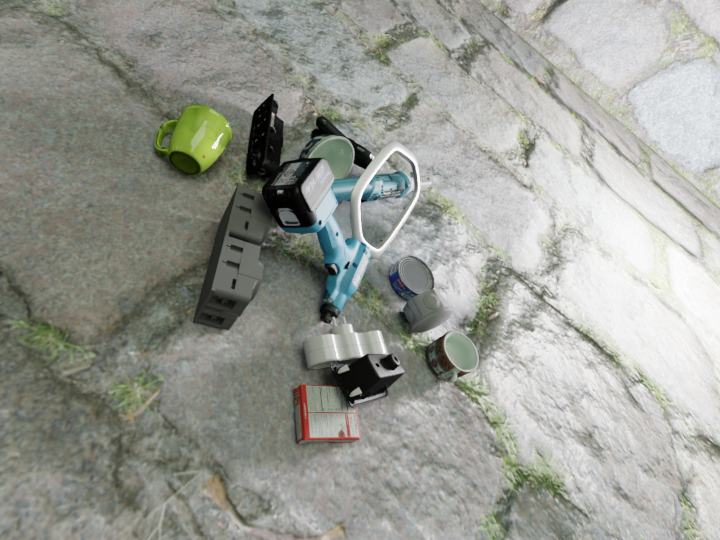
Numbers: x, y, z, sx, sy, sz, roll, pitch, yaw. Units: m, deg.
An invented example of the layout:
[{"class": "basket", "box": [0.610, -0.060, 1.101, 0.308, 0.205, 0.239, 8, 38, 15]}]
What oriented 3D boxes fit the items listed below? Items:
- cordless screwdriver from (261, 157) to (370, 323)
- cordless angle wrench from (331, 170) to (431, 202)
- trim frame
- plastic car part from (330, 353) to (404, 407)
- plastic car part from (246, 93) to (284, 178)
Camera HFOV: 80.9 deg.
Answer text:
[{"class": "cordless screwdriver", "box": [-0.065, -0.042, 0.660, 0.236, 0.078, 0.160, 60, 44, -41]}, {"class": "cordless angle wrench", "box": [0.015, -0.167, 0.864, 0.407, 0.098, 0.077, -16, 67, -42]}, {"class": "trim frame", "box": [0.051, -0.139, 0.827, 0.248, 0.029, 0.175, -57, 135, -27]}, {"class": "plastic car part", "box": [0.023, 0.150, 0.624, 0.110, 0.071, 0.069, 11, 41, -52]}, {"class": "plastic car part", "box": [-0.184, -0.253, 0.828, 0.063, 0.068, 0.209, 40, 38, -40]}]
